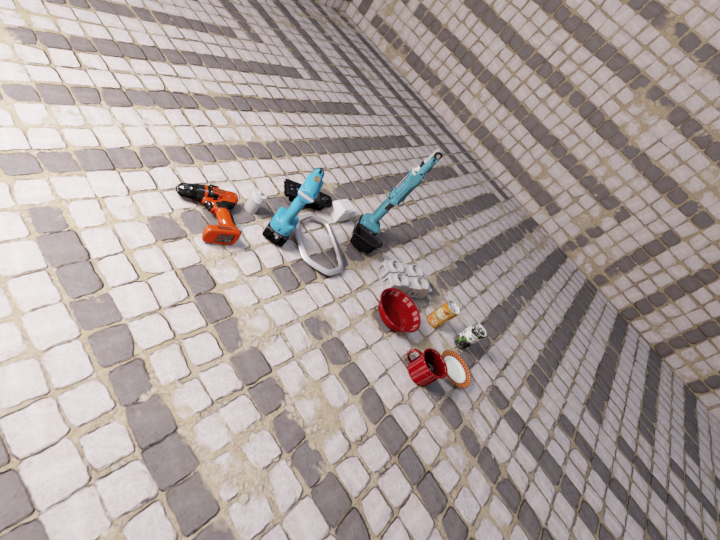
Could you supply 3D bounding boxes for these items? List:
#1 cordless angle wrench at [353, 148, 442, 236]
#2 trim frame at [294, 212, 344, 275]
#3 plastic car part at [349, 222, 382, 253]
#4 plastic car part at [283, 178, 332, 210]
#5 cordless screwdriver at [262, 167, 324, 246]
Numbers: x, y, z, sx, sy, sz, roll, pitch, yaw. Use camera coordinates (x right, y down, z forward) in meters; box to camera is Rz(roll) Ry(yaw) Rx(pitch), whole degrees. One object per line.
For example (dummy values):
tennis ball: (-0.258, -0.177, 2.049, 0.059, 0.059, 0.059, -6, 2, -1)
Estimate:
cordless angle wrench: (0.128, -0.257, 1.444, 0.072, 0.427, 0.099, 35, 39, -15)
trim frame: (-0.135, -0.088, 1.380, 0.175, 0.028, 0.259, 6, 50, -38)
plastic car part: (0.010, -0.099, 1.480, 0.115, 0.071, 0.066, 39, 38, -6)
plastic car part: (-0.185, -0.250, 1.461, 0.193, 0.068, 0.069, 10, 49, -35)
cordless screwdriver: (-0.190, -0.192, 1.250, 0.073, 0.251, 0.161, 35, 39, -15)
